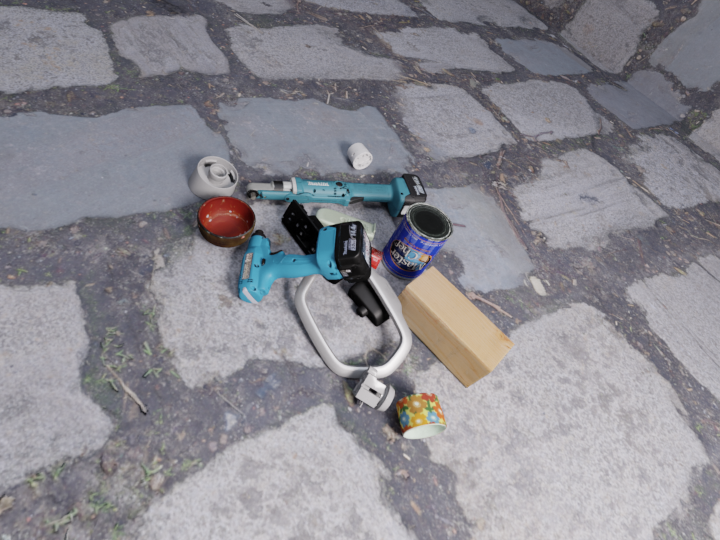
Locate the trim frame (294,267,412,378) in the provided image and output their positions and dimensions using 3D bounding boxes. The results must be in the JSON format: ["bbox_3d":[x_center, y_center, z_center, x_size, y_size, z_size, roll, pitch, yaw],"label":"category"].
[{"bbox_3d":[-0.013,0.079,0.781,0.182,0.027,0.256,-29,72,-13],"label":"trim frame"}]

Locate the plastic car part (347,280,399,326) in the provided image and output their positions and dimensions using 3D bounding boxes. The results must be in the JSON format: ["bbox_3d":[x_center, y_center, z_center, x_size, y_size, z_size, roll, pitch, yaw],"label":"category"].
[{"bbox_3d":[0.019,0.060,0.832,0.070,0.065,0.120,-31,71,-20],"label":"plastic car part"}]

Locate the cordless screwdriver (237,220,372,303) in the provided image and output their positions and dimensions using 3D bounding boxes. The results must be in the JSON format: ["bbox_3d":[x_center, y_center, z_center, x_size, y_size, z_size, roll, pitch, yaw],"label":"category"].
[{"bbox_3d":[-0.107,-0.034,0.785,0.254,0.070,0.164,-12,51,15],"label":"cordless screwdriver"}]

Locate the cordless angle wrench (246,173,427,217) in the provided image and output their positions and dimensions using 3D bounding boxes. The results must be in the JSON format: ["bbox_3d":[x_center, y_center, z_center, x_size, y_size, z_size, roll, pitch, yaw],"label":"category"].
[{"bbox_3d":[-0.055,-0.182,0.993,0.412,0.073,0.102,-1,53,-16],"label":"cordless angle wrench"}]

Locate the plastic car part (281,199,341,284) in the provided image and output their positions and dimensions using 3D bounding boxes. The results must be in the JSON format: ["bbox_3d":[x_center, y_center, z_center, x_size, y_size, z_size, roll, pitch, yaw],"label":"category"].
[{"bbox_3d":[-0.087,-0.057,0.888,0.064,0.067,0.211,0,47,-52],"label":"plastic car part"}]
